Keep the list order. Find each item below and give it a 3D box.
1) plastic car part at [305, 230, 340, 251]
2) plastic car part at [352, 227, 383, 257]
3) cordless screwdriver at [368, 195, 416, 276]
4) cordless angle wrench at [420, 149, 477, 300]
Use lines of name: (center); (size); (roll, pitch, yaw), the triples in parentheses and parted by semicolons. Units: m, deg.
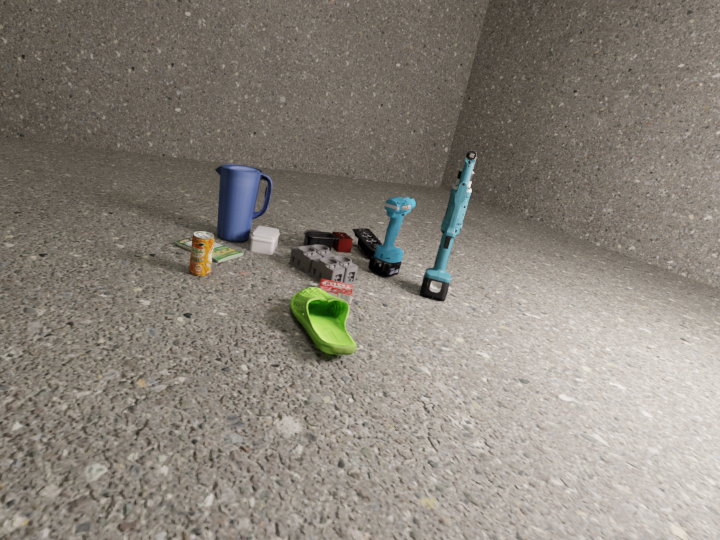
plastic car part: (-0.137, -0.090, 1.406); (0.111, 0.070, 0.070); (-4, 24, -36)
plastic car part: (0.027, -0.093, 1.503); (0.064, 0.066, 0.212); (4, 20, -21)
cordless screwdriver: (0.111, -0.112, 1.330); (0.078, 0.245, 0.153); (22, 21, 29)
cordless angle wrench: (0.254, -0.124, 1.181); (0.076, 0.417, 0.097); (15, 18, 9)
